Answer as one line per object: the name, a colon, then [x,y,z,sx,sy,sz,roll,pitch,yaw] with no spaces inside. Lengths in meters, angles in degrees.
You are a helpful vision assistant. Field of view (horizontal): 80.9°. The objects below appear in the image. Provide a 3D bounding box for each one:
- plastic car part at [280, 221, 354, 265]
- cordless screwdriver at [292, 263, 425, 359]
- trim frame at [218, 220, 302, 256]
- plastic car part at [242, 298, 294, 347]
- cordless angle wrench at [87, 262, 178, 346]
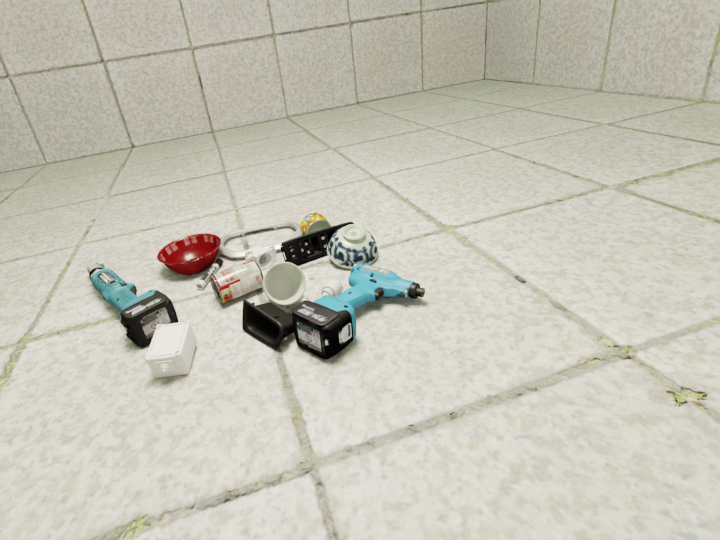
plastic car part: [-0.103,-0.068,1.058,0.199,0.066,0.069,-20,6,-17]
cordless screwdriver: [0.000,0.067,0.785,0.167,0.072,0.243,14,33,33]
trim frame: [-0.276,-0.088,1.164,0.246,0.026,0.192,-15,32,-7]
plastic car part: [-0.163,0.096,0.797,0.123,0.065,0.068,20,25,35]
cordless angle wrench: [-0.554,0.049,0.967,0.447,0.072,0.095,19,39,42]
